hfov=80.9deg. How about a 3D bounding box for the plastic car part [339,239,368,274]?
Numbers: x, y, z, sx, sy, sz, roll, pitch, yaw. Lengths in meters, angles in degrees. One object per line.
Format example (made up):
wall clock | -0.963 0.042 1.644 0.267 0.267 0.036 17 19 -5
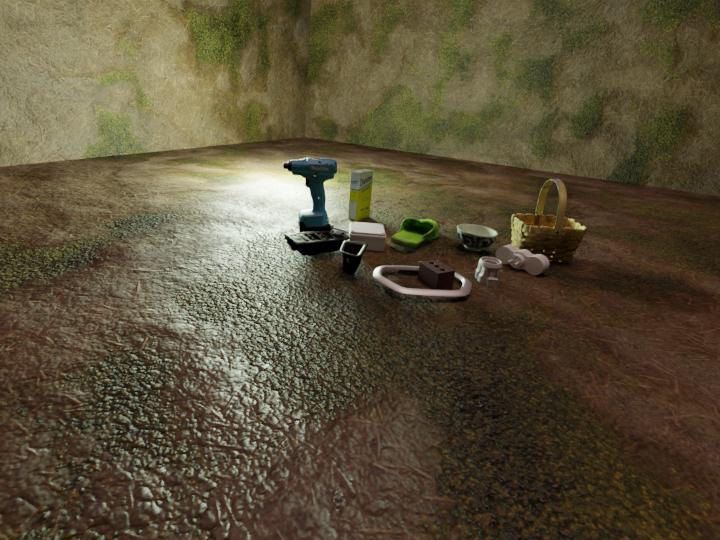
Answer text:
plastic car part | -0.023 -0.028 1.087 0.067 0.069 0.117 8 23 7

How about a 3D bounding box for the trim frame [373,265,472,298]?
trim frame | 0.153 0.024 1.046 0.245 0.027 0.190 0 23 -9

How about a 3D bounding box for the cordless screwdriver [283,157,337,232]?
cordless screwdriver | -0.159 -0.218 1.288 0.156 0.244 0.077 1 21 -11

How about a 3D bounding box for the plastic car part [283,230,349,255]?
plastic car part | -0.116 -0.076 1.190 0.195 0.066 0.070 -14 28 -36
